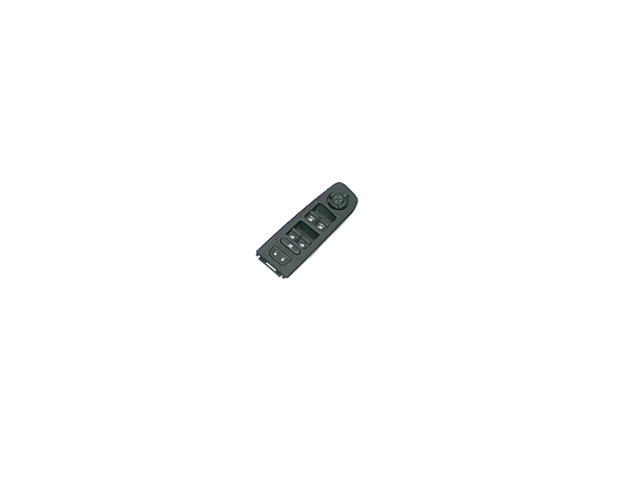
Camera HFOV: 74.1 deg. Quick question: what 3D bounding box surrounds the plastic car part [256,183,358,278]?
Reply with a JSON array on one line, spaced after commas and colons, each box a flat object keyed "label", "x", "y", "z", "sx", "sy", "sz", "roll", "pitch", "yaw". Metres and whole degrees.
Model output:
[{"label": "plastic car part", "x": -0.011, "y": -0.014, "z": 0.708, "sx": 0.066, "sy": 0.202, "sz": 0.067, "roll": 35, "pitch": -23, "yaw": 21}]
